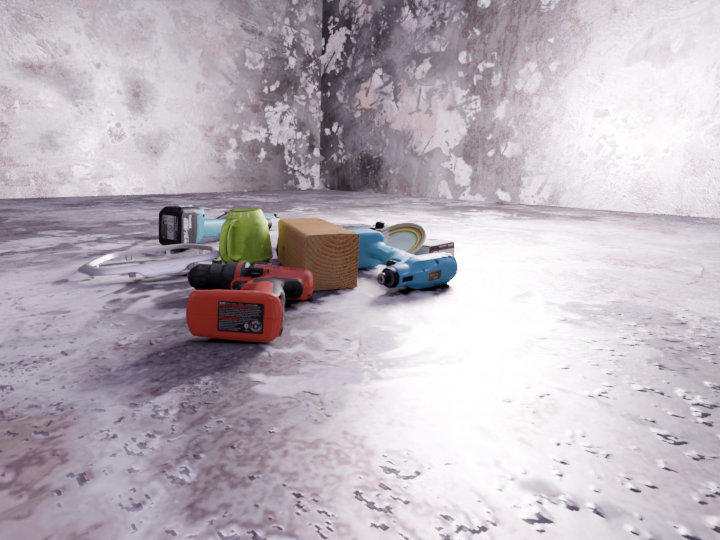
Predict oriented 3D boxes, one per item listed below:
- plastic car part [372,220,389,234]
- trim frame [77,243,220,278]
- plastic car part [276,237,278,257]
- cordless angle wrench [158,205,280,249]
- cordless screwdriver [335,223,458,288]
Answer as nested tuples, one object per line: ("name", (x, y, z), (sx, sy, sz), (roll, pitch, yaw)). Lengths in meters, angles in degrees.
("plastic car part", (0.045, -0.081, 0.993), (0.067, 0.070, 0.116), (2, 10, 6))
("trim frame", (-0.376, -0.019, 0.774), (0.239, 0.027, 0.194), (-10, 16, -32))
("plastic car part", (-0.089, -0.058, 0.908), (0.196, 0.066, 0.070), (-5, 4, -25))
("cordless angle wrench", (-0.336, -0.120, 1.111), (0.077, 0.097, 0.409), (7, 10, 23))
("cordless screwdriver", (0.027, -0.024, 0.758), (0.153, 0.073, 0.263), (-9, 20, -37))
